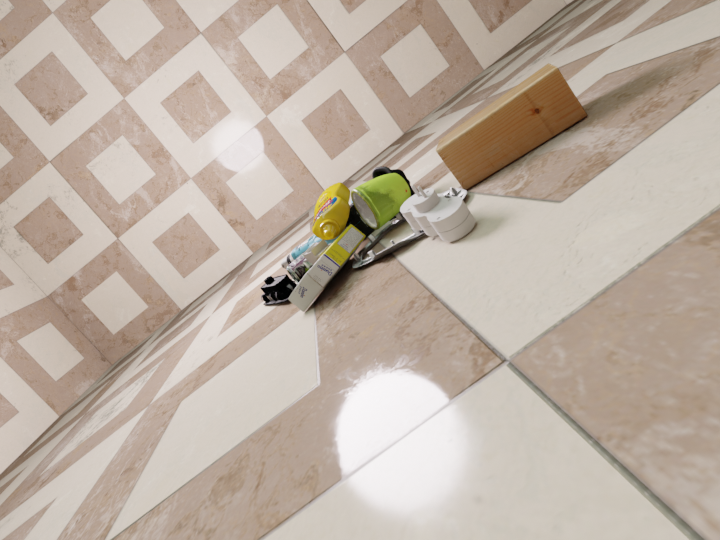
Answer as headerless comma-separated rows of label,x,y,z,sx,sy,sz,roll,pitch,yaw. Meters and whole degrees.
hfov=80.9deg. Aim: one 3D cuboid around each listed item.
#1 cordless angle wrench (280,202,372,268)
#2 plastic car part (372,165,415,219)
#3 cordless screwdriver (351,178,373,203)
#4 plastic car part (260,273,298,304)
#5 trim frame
cordless angle wrench,-0.110,-0.072,1.127,0.435,0.073,0.097,-24,19,51
plastic car part,0.081,-0.175,0.910,0.068,0.117,0.068,-16,-6,-40
cordless screwdriver,-0.007,-0.178,1.189,0.255,0.073,0.158,-29,16,47
plastic car part,-0.195,0.041,1.006,0.065,0.066,0.210,-36,14,-25
trim frame,0.080,-0.078,0.759,0.255,0.027,0.183,-26,20,37
